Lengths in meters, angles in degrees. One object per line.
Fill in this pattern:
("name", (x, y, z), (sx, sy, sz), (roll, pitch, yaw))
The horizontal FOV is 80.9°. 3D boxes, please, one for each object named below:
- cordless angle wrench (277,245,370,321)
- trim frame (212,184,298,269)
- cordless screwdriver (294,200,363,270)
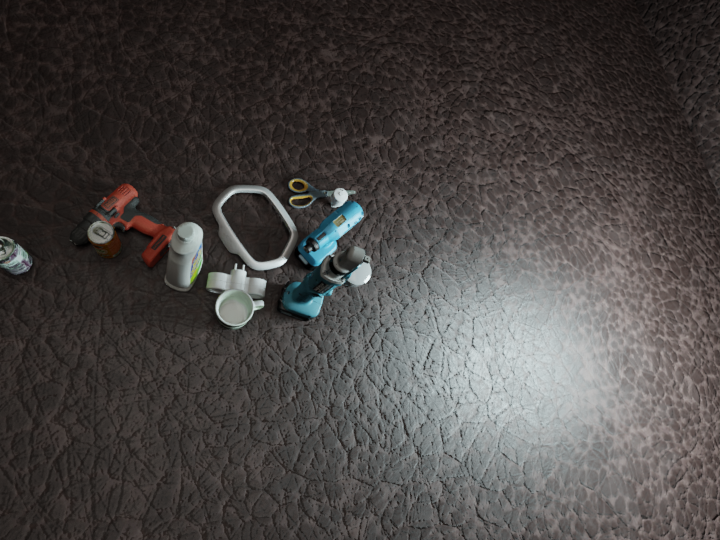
("cordless angle wrench", (-0.084, 0.027, 0.870), (0.096, 0.428, 0.075), (23, 67, -14))
("trim frame", (-0.270, -0.115, 1.083), (0.181, 0.028, 0.251), (-33, 83, -25))
("cordless screwdriver", (-0.097, -0.064, 0.996), (0.157, 0.251, 0.074), (-42, 92, -26))
